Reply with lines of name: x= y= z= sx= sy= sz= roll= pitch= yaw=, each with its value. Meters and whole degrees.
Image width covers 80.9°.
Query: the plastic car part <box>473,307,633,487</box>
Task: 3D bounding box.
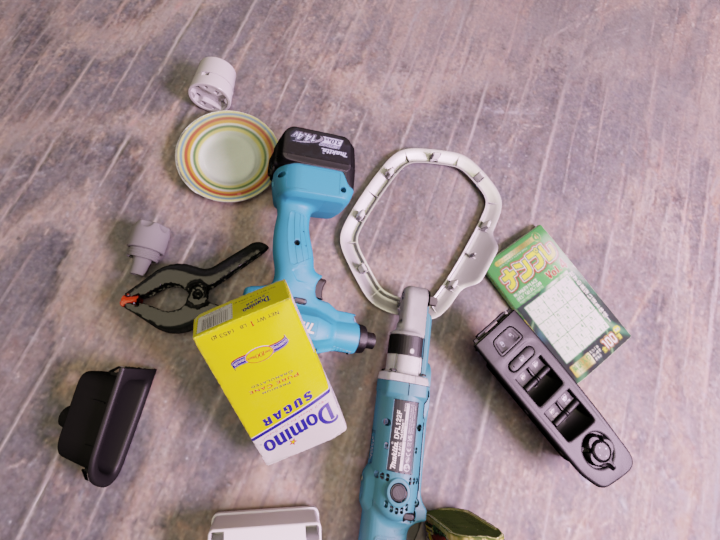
plastic car part: x=0.205 y=0.146 z=0.474 sx=0.065 sy=0.066 sz=0.208 roll=-35 pitch=77 yaw=-23

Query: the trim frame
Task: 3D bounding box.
trim frame: x=0.085 y=-0.057 z=0.546 sx=0.185 sy=0.027 sz=0.248 roll=33 pitch=71 yaw=3

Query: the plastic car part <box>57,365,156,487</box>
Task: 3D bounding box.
plastic car part: x=-0.271 y=0.150 z=0.433 sx=0.073 sy=0.064 sz=0.117 roll=13 pitch=76 yaw=11

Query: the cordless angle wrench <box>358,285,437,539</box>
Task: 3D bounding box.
cordless angle wrench: x=0.033 y=0.221 z=0.430 sx=0.097 sy=0.074 sz=0.428 roll=10 pitch=73 yaw=-5

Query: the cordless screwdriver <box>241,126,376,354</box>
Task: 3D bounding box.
cordless screwdriver: x=-0.048 y=-0.031 z=0.487 sx=0.155 sy=0.075 sz=0.252 roll=12 pitch=72 yaw=-15
